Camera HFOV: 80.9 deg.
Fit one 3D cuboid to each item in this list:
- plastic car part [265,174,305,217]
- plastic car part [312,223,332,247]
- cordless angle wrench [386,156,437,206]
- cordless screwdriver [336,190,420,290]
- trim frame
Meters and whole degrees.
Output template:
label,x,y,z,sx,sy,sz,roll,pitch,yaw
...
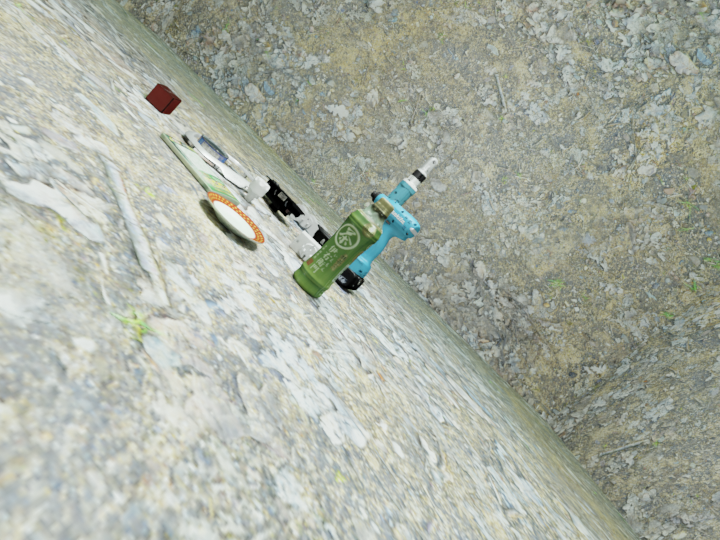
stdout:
label,x,y,z,sx,sy,sz,roll,pitch,yaw
plastic car part,-0.227,-0.201,1.182,0.062,0.067,0.214,38,10,-44
plastic car part,-0.106,-0.070,1.088,0.065,0.071,0.118,43,7,-11
cordless angle wrench,0.068,-0.174,1.245,0.073,0.424,0.100,43,8,-13
cordless screwdriver,0.013,-0.078,1.084,0.166,0.249,0.071,49,9,26
trim frame,-0.349,-0.275,1.082,0.234,0.027,0.194,36,11,-50
